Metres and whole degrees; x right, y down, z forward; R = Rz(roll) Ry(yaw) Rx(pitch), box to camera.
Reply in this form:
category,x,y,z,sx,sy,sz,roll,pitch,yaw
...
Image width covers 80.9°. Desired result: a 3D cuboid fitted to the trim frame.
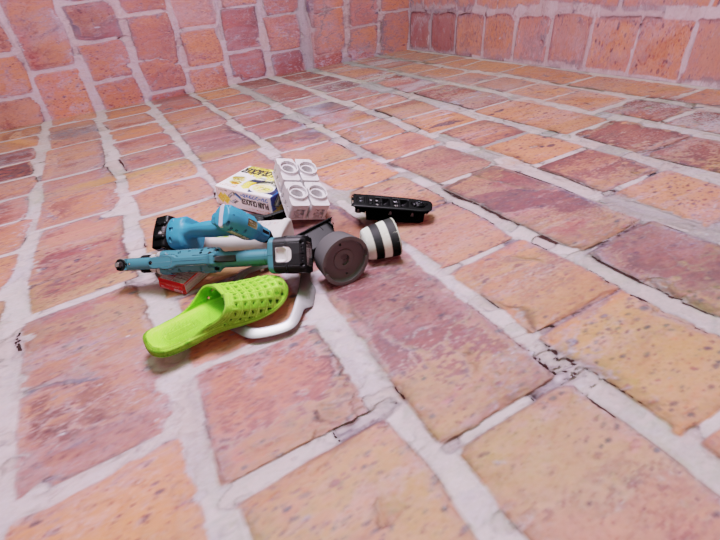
category,x,y,z,sx,sy,sz,roll,pitch,yaw
trim frame,-0.185,0.050,0.856,0.186,0.026,0.254,-4,33,6

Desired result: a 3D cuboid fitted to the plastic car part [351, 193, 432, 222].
category,x,y,z,sx,sy,sz,roll,pitch,yaw
plastic car part,0.078,-0.150,1.058,0.204,0.065,0.068,1,27,3

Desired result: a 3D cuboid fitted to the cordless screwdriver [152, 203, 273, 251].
category,x,y,z,sx,sy,sz,roll,pitch,yaw
cordless screwdriver,-0.326,-0.080,0.933,0.258,0.151,0.075,-6,73,28

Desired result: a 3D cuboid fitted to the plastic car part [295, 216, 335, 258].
category,x,y,z,sx,sy,sz,roll,pitch,yaw
plastic car part,-0.096,-0.063,0.978,0.114,0.064,0.074,-32,56,-28

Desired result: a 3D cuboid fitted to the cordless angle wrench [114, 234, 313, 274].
category,x,y,z,sx,sy,sz,roll,pitch,yaw
cordless angle wrench,-0.313,-0.022,0.881,0.430,0.074,0.096,-3,-2,10
